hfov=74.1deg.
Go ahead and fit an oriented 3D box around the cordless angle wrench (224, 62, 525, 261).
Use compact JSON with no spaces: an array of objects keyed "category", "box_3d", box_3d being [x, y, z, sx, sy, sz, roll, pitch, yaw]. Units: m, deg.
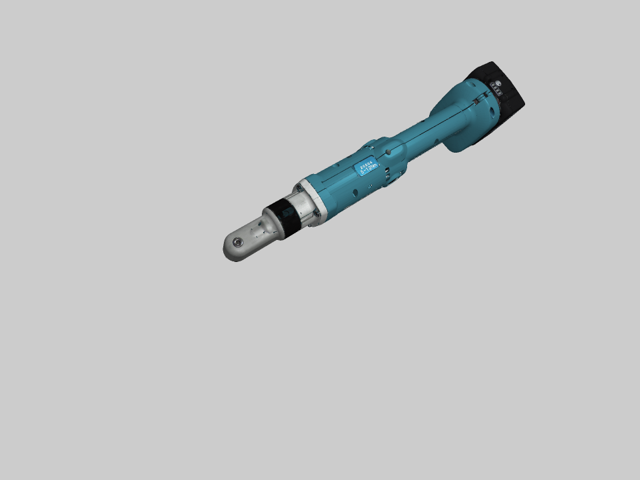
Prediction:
[{"category":"cordless angle wrench","box_3d":[0.071,-0.091,0.505,0.422,0.074,0.098,-32,-6,-22]}]
